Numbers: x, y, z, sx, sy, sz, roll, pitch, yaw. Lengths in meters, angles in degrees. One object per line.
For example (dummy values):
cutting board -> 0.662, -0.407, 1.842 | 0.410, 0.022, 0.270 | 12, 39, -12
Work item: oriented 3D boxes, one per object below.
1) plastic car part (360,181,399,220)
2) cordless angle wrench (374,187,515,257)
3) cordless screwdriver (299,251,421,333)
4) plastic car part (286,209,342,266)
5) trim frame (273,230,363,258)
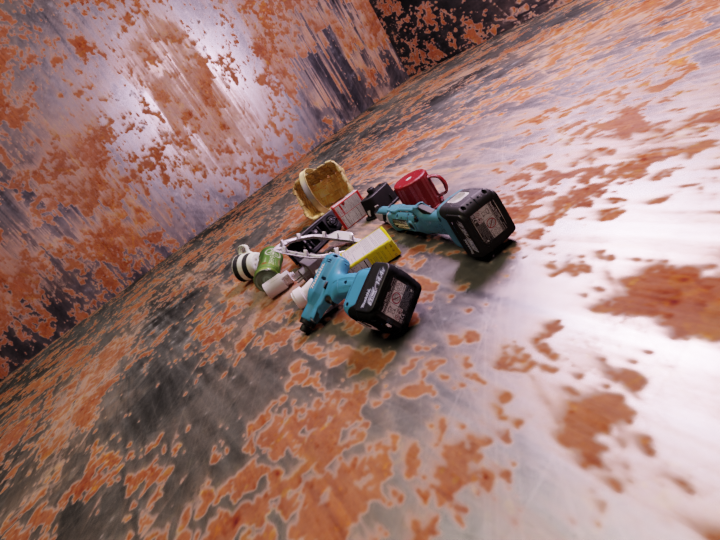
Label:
plastic car part -> 0.047, -0.194, 1.127 | 0.115, 0.069, 0.069 | -42, 20, -27
cordless angle wrench -> 0.122, -0.104, 0.842 | 0.074, 0.095, 0.438 | -38, 19, -11
cordless screwdriver -> -0.021, 0.054, 0.716 | 0.260, 0.071, 0.159 | 9, 71, 59
plastic car part -> -0.126, -0.090, 1.178 | 0.201, 0.067, 0.067 | -46, -2, -23
trim frame -> -0.101, -0.066, 1.028 | 0.262, 0.027, 0.178 | 9, 23, 44
